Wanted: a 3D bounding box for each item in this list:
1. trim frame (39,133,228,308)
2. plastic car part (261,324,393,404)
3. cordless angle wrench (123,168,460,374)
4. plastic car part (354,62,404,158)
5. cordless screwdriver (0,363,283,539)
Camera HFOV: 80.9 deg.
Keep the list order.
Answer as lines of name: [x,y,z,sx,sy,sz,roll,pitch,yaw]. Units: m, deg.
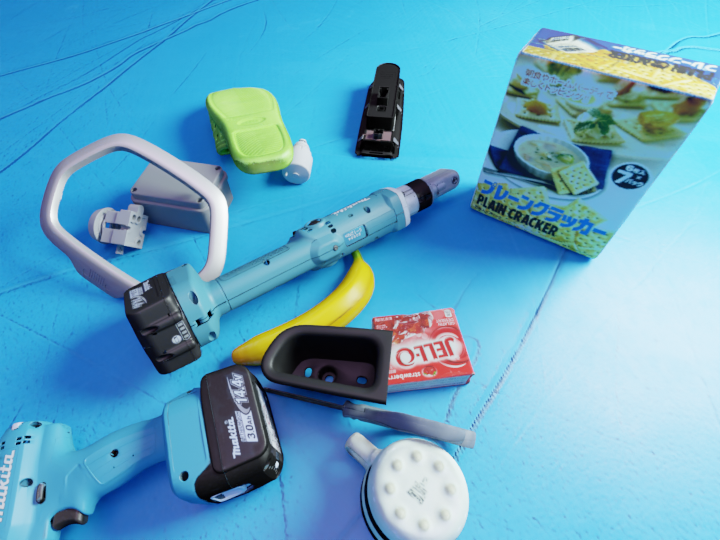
trim frame: [-0.273,-0.059,0.512,0.250,0.027,0.184,31,85,4]
plastic car part: [-0.028,0.094,0.403,0.120,0.068,0.067,2,56,15]
cordless angle wrench: [-0.048,-0.031,0.490,0.416,0.072,0.103,-28,26,-19]
plastic car part: [0.034,-0.266,0.673,0.068,0.064,0.207,1,51,11]
cordless screwdriver: [-0.191,0.185,0.356,0.248,0.071,0.166,-17,55,-3]
